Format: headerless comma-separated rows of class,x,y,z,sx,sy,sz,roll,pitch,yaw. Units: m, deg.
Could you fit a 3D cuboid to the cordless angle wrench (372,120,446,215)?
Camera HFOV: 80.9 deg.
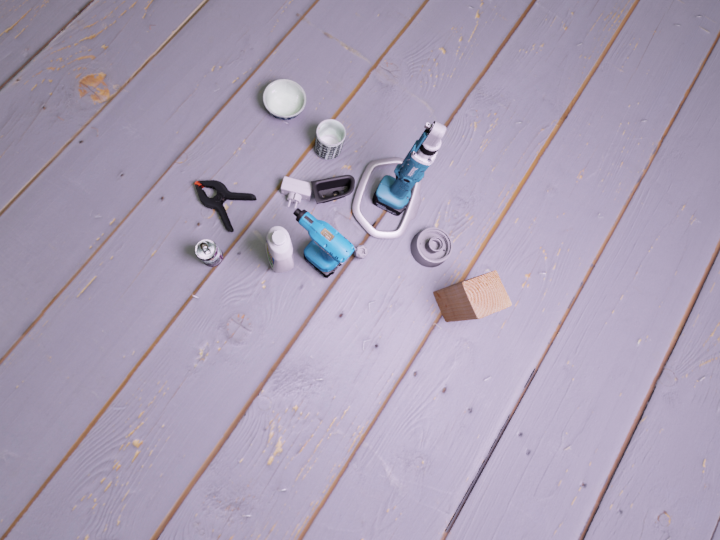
cordless angle wrench,0.117,-0.234,0.999,0.098,0.422,0.074,28,77,-4

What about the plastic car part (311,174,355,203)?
plastic car part,-0.074,-0.217,1.161,0.115,0.071,0.067,-13,81,-8

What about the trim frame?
trim frame,0.080,-0.206,1.191,0.184,0.027,0.250,19,77,1

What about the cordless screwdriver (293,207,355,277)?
cordless screwdriver,-0.101,-0.066,1.035,0.160,0.248,0.074,42,77,1
